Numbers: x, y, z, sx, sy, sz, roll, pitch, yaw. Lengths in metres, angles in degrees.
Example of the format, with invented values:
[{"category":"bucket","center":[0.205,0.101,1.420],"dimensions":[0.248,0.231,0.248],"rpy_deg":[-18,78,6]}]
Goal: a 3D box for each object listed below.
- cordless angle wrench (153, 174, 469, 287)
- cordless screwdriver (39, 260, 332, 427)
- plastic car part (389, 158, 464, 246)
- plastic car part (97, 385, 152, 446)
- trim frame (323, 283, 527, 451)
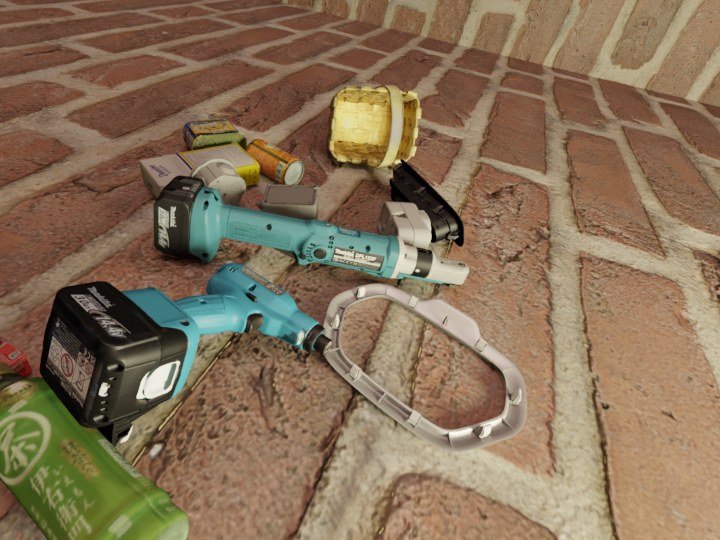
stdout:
[{"category":"cordless angle wrench","center":[-0.056,-0.037,0.574],"dimensions":[0.419,0.096,0.076],"rpy_deg":[11,35,-5]},{"category":"cordless screwdriver","center":[-0.139,0.059,0.396],"dimensions":[0.165,0.074,0.241],"rpy_deg":[28,18,19]},{"category":"plastic car part","center":[0.102,-0.113,0.723],"dimensions":[0.065,0.064,0.214],"rpy_deg":[-19,47,-21]},{"category":"plastic car part","center":[-0.228,0.097,0.397],"dimensions":[0.123,0.065,0.068],"rpy_deg":[34,28,30]},{"category":"trim frame","center":[0.068,0.094,0.487],"dimensions":[0.261,0.027,0.179],"rpy_deg":[31,42,26]}]
